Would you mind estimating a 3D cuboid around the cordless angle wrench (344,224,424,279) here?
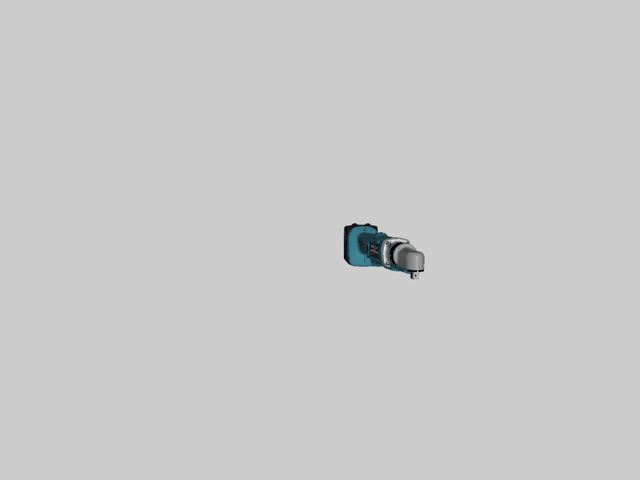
[{"bbox_3d":[0.115,0.019,0.813,0.074,0.098,0.423,0,3,-6],"label":"cordless angle wrench"}]
